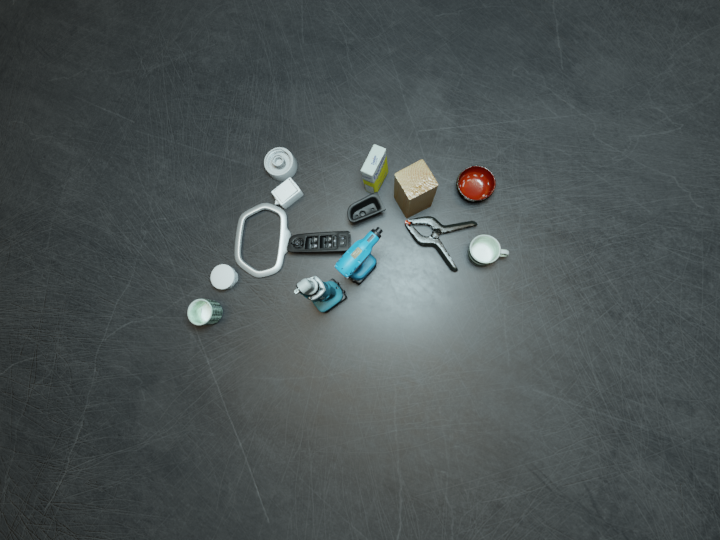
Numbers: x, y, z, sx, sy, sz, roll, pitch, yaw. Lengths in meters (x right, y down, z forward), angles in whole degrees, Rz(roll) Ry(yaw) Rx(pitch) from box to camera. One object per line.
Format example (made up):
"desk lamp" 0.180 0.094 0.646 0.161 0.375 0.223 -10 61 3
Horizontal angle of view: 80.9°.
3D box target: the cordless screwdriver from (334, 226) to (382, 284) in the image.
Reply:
"cordless screwdriver" 0.007 -0.040 1.213 0.076 0.243 0.159 42 88 8

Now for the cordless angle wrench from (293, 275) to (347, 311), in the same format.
"cordless angle wrench" -0.109 0.057 1.127 0.098 0.414 0.076 -37 82 -1

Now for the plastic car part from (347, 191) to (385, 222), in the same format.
"plastic car part" 0.013 -0.187 1.329 0.117 0.069 0.067 -25 79 3

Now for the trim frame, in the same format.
"trim frame" -0.322 -0.101 1.389 0.187 0.027 0.251 2 80 10

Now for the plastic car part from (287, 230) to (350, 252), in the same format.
"plastic car part" -0.131 -0.085 1.335 0.206 0.065 0.067 -1 81 9
